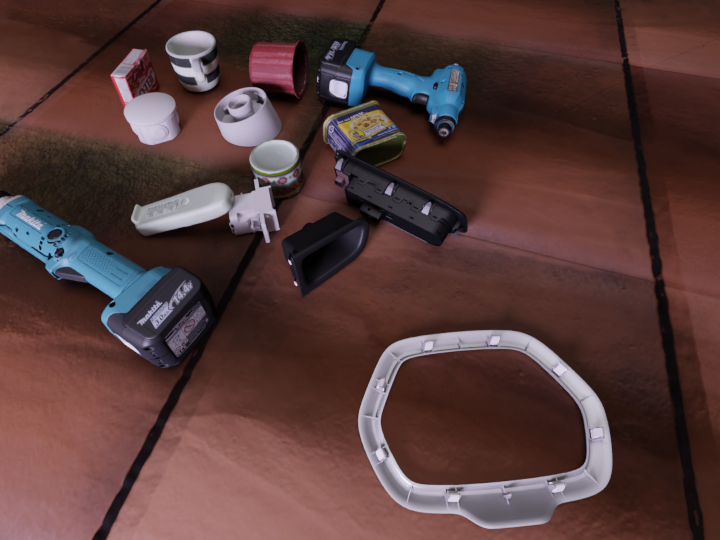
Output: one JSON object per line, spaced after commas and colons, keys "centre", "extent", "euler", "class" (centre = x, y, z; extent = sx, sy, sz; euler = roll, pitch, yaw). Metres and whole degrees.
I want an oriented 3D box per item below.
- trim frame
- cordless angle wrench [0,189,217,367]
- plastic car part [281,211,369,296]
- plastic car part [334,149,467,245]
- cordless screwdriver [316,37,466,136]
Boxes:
{"centre": [0.122, 0.146, 0.422], "extent": [0.247, 0.027, 0.190], "euler": [-4, 56, -4], "class": "trim frame"}
{"centre": [-0.369, -0.027, 0.530], "extent": [0.439, 0.072, 0.097], "euler": [25, 59, 20], "class": "cordless angle wrench"}
{"centre": [-0.052, -0.034, 0.536], "extent": [0.114, 0.063, 0.075], "euler": [-37, 50, -26], "class": "plastic car part"}
{"centre": [0.044, -0.092, 0.568], "extent": [0.210, 0.064, 0.067], "euler": [26, 69, 18], "class": "plastic car part"}
{"centre": [0.049, -0.302, 0.709], "extent": [0.252, 0.072, 0.161], "euler": [14, 56, 6], "class": "cordless screwdriver"}
